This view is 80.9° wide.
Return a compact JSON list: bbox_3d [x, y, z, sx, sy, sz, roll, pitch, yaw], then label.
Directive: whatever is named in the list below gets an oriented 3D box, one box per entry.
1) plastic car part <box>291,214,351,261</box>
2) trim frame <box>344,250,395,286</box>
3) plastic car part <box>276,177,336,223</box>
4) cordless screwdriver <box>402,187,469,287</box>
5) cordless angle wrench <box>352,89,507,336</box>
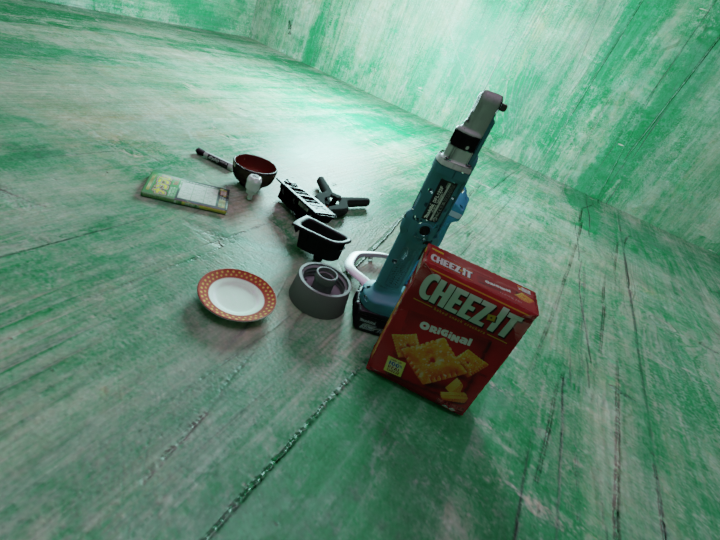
[{"bbox_3d":[-0.085,-0.056,0.872,0.120,0.070,0.065,30,30,13],"label":"plastic car part"},{"bbox_3d":[0.077,0.029,0.878,0.260,0.027,0.178,35,33,23],"label":"trim frame"},{"bbox_3d":[-0.141,-0.161,1.010,0.063,0.066,0.214,-5,39,-39],"label":"plastic car part"},{"bbox_3d":[0.138,-0.055,0.832,0.076,0.246,0.157,29,30,8],"label":"cordless screwdriver"},{"bbox_3d":[0.099,-0.072,0.665,0.097,0.419,0.076,20,30,-8],"label":"cordless angle wrench"}]
